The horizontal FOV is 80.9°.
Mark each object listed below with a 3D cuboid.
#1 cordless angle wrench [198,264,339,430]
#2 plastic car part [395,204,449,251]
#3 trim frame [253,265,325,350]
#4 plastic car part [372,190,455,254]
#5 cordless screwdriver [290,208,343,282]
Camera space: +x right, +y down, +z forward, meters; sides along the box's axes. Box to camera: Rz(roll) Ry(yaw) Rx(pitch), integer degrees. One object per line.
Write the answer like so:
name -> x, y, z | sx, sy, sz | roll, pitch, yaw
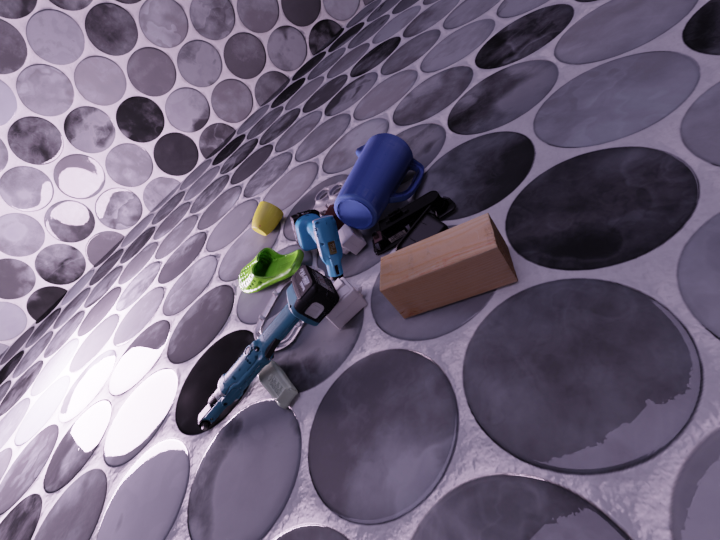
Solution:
cordless angle wrench -> -0.210, 0.175, 0.872 | 0.424, 0.071, 0.103 | -49, 32, 13
plastic car part -> 0.135, -0.060, 0.846 | 0.075, 0.062, 0.116 | 33, 81, 42
trim frame -> -0.173, 0.086, 1.021 | 0.193, 0.026, 0.249 | -3, 49, 42
plastic car part -> 0.105, -0.115, 0.930 | 0.207, 0.064, 0.068 | -26, 28, 19
cordless screwdriver -> -0.102, -0.067, 1.043 | 0.073, 0.156, 0.258 | -17, 17, -15
